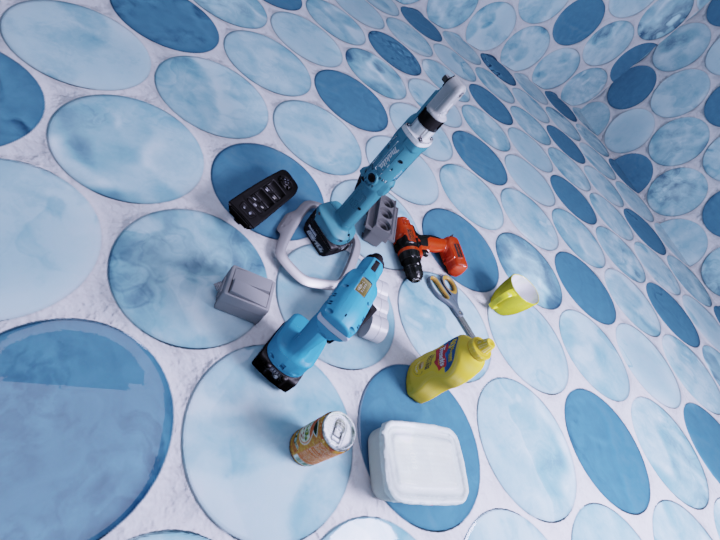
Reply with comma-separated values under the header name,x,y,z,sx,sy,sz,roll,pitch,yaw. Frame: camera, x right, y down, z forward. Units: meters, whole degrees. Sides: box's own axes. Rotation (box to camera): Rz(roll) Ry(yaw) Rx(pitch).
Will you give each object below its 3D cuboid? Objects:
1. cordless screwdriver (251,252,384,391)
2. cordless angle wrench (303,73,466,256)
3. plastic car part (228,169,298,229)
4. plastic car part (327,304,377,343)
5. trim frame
name,x,y,z,sx,sy,sz,roll,pitch,yaw
cordless screwdriver,-0.059,0.075,0.633,0.074,0.251,0.158,41,43,-6
cordless angle wrench,0.035,-0.173,0.772,0.072,0.428,0.100,-19,73,-45
plastic car part,-0.192,-0.139,0.846,0.066,0.068,0.202,41,43,-4
plastic car part,-0.034,0.090,0.771,0.066,0.072,0.114,47,43,2
trim frame,-0.086,-0.057,0.884,0.181,0.028,0.251,32,44,-10
